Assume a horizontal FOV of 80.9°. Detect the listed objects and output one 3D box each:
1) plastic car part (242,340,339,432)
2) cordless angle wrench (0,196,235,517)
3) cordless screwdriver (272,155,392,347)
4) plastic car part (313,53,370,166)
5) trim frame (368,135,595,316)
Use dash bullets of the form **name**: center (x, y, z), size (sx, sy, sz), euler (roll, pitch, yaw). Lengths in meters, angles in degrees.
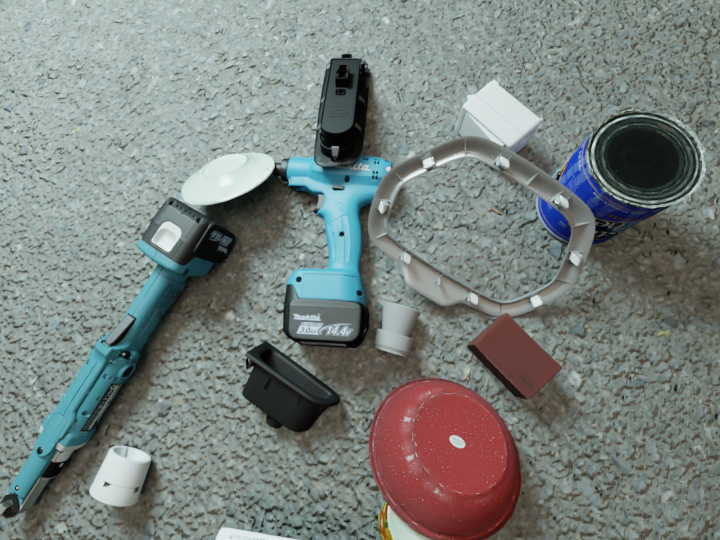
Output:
- **plastic car part**: center (-0.092, 0.148, 0.499), size (0.119, 0.064, 0.071), euler (35, 98, 11)
- **cordless angle wrench**: center (-0.309, 0.110, 0.527), size (0.076, 0.095, 0.423), euler (31, 86, 11)
- **cordless screwdriver**: center (-0.052, -0.034, 0.531), size (0.162, 0.072, 0.252), euler (6, 73, 9)
- **plastic car part**: center (-0.022, -0.222, 0.554), size (0.066, 0.066, 0.207), euler (6, 62, -2)
- **trim frame**: center (0.128, -0.035, 0.458), size (0.243, 0.028, 0.185), euler (31, 122, -11)
